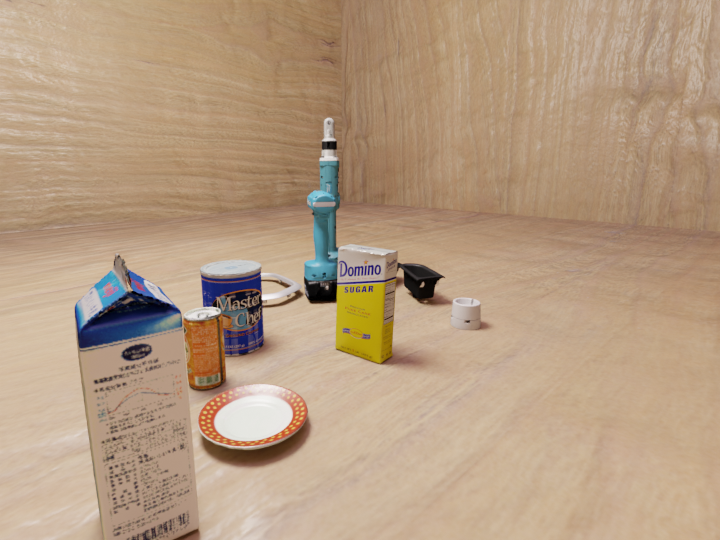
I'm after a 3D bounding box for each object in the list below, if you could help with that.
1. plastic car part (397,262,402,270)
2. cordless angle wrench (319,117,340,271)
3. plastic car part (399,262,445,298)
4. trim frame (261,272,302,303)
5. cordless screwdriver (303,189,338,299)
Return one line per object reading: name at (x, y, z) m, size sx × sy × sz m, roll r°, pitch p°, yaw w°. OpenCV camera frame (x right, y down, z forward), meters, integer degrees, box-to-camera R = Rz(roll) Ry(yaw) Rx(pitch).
plastic car part at (0.044, 0.010, 1.056) m, size 0.070 × 0.066 × 0.196 m, roll 8°, pitch 17°, yaw 33°
cordless angle wrench at (-0.081, -0.187, 1.127) m, size 0.075 × 0.418 × 0.098 m, roll 1°, pitch 11°, yaw 3°
plastic car part at (0.133, 0.030, 0.967) m, size 0.064 × 0.070 × 0.121 m, roll -4°, pitch 14°, yaw -17°
trim frame at (-0.252, 0.040, 1.034) m, size 0.177 × 0.027 × 0.262 m, roll -10°, pitch 17°, yaw -32°
cordless screwdriver at (-0.097, -0.063, 0.990) m, size 0.073 × 0.245 × 0.164 m, roll -3°, pitch 12°, yaw -14°
